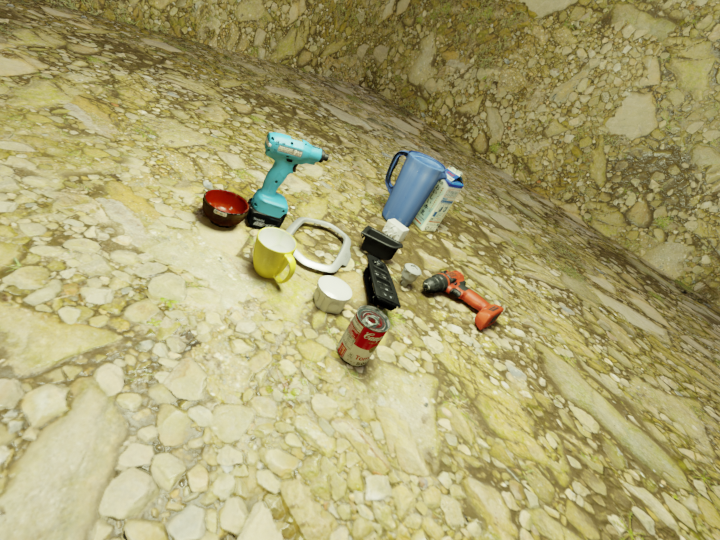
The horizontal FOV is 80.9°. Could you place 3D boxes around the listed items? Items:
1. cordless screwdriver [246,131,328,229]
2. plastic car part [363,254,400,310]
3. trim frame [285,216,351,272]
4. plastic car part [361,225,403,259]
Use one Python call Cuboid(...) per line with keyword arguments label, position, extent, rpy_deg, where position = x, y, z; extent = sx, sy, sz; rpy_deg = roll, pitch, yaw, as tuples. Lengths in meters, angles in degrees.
Cuboid(label="cordless screwdriver", position=(-0.191, -0.216, 1.067), extent=(0.153, 0.247, 0.078), rpy_deg=(11, 33, -26))
Cuboid(label="plastic car part", position=(0.043, 0.033, 1.023), extent=(0.065, 0.066, 0.209), rpy_deg=(18, 31, -15))
Cuboid(label="trim frame", position=(-0.109, -0.071, 1.118), extent=(0.185, 0.027, 0.250), rpy_deg=(25, 30, 0))
Cuboid(label="plastic car part", position=(0.050, -0.066, 1.182), extent=(0.119, 0.070, 0.065), rpy_deg=(31, 30, 10))
